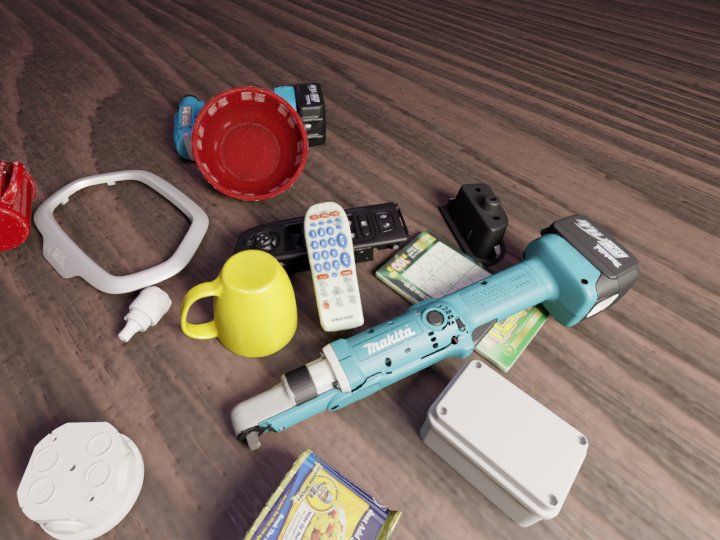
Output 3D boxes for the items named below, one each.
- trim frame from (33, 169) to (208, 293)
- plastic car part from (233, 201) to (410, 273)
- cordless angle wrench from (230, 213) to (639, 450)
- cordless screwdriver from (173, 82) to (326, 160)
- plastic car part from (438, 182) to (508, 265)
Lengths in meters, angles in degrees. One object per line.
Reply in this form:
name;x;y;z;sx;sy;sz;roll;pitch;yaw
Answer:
trim frame;-0.314;-0.061;0.554;0.259;0.027;0.181;33;54;23
plastic car part;-0.050;-0.033;0.511;0.202;0.065;0.069;-7;56;-4
cordless angle wrench;0.073;0.061;0.424;0.417;0.072;0.103;-22;55;-12
cordless screwdriver;-0.187;-0.263;0.713;0.246;0.072;0.166;-10;49;-7
plastic car part;0.160;-0.072;0.556;0.065;0.069;0.121;-7;46;-10
